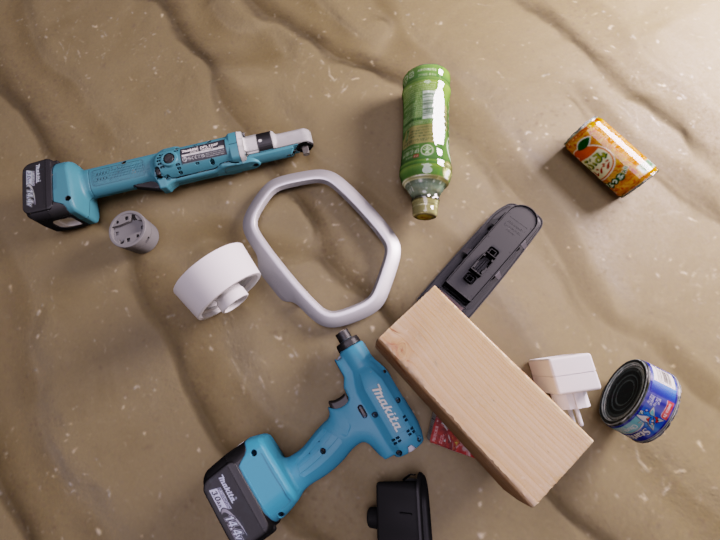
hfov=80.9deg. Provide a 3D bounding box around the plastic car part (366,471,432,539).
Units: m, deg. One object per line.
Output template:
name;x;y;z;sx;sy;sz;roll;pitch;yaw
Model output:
plastic car part;0.044;0.293;0.481;0.073;0.063;0.119;-10;70;16

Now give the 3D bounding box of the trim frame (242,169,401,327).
trim frame;-0.059;-0.038;0.600;0.183;0.027;0.255;-40;76;-7

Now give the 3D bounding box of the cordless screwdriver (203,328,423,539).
cordless screwdriver;-0.068;0.194;0.512;0.247;0.073;0.164;-30;74;-7

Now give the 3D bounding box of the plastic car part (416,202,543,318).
plastic car part;0.162;-0.016;0.552;0.069;0.065;0.202;40;79;19

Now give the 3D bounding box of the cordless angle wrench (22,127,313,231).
cordless angle wrench;-0.280;-0.154;0.637;0.423;0.073;0.100;-13;75;0
